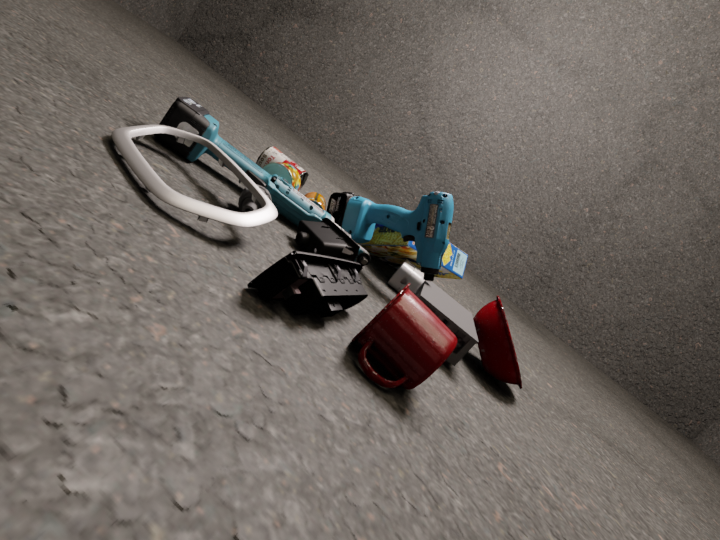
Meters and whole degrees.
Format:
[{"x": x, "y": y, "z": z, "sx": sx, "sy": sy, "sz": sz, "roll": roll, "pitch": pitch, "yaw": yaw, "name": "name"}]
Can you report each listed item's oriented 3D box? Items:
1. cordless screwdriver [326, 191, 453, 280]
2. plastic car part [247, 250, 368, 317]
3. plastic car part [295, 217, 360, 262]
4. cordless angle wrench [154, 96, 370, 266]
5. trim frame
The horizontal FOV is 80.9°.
[{"x": 0.048, "y": -0.074, "z": 0.815, "sx": 0.261, "sy": 0.159, "sz": 0.071, "roll": 9, "pitch": -2, "yaw": 33, "name": "cordless screwdriver"}, {"x": -0.040, "y": 0.019, "z": 0.493, "sx": 0.069, "sy": 0.067, "sz": 0.196, "roll": 52, "pitch": 16, "yaw": 13, "name": "plastic car part"}, {"x": -0.065, "y": -0.042, "z": 0.663, "sx": 0.067, "sy": 0.065, "sz": 0.123, "roll": 7, "pitch": 27, "yaw": -39, "name": "plastic car part"}, {"x": -0.147, "y": -0.135, "z": 0.736, "sx": 0.410, "sy": 0.074, "sz": 0.100, "roll": 36, "pitch": 13, "yaw": -16, "name": "cordless angle wrench"}, {"x": -0.210, "y": -0.127, "z": 0.547, "sx": 0.176, "sy": 0.027, "sz": 0.261, "roll": -7, "pitch": 41, "yaw": -49, "name": "trim frame"}]
